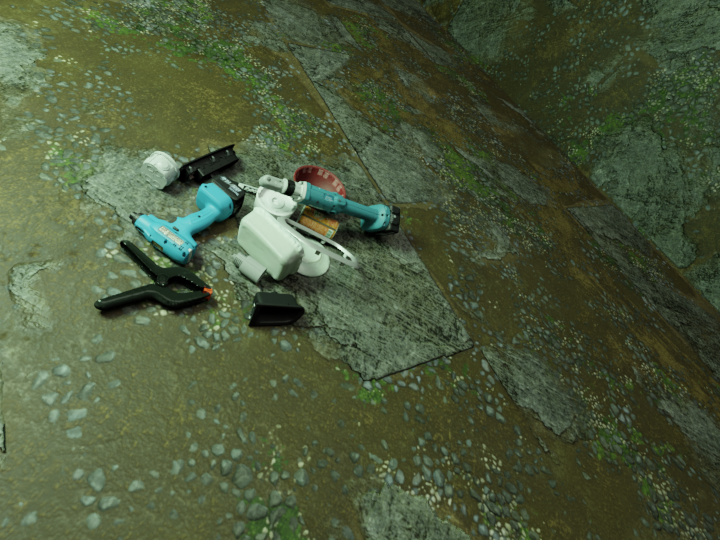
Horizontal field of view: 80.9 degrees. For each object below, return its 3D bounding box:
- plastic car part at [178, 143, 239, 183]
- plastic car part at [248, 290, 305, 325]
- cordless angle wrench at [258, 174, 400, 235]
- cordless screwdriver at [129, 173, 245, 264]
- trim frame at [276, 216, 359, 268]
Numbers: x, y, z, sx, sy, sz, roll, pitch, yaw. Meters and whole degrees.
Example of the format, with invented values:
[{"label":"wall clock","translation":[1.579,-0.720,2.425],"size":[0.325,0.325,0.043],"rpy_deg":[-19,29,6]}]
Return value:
[{"label":"plastic car part","translation":[-0.388,-0.278,1.107],"size":[0.066,0.067,0.201],"rpy_deg":[43,44,-6]},{"label":"plastic car part","translation":[-0.187,0.076,0.919],"size":[0.111,0.065,0.075],"rpy_deg":[3,39,-33]},{"label":"cordless angle wrench","translation":[-0.071,-0.175,1.102],"size":[0.402,0.102,0.075],"rpy_deg":[13,78,-36]},{"label":"cordless screwdriver","translation":[-0.391,-0.137,0.976],"size":[0.160,0.074,0.248],"rpy_deg":[34,48,0]},{"label":"trim frame","translation":[-0.102,-0.067,1.040],"size":[0.236,0.027,0.194],"rpy_deg":[23,14,-34]}]
